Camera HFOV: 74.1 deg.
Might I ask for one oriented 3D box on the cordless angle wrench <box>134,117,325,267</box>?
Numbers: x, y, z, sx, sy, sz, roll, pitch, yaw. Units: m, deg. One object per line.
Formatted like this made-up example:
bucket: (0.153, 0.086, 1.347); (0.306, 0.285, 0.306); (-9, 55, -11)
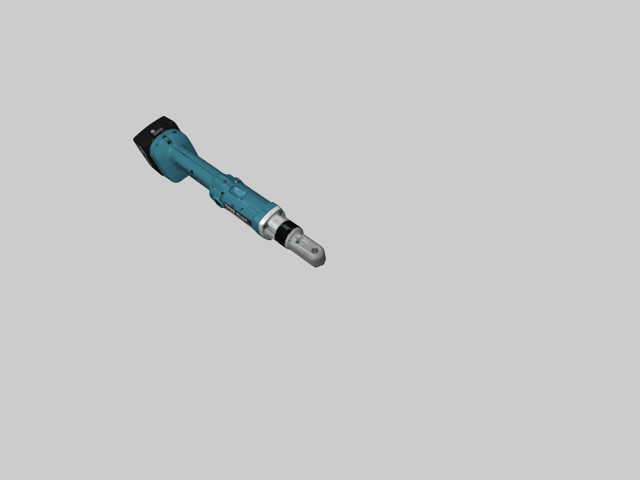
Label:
cordless angle wrench: (-0.155, -0.080, 0.715); (0.423, 0.074, 0.098); (34, -22, 25)
